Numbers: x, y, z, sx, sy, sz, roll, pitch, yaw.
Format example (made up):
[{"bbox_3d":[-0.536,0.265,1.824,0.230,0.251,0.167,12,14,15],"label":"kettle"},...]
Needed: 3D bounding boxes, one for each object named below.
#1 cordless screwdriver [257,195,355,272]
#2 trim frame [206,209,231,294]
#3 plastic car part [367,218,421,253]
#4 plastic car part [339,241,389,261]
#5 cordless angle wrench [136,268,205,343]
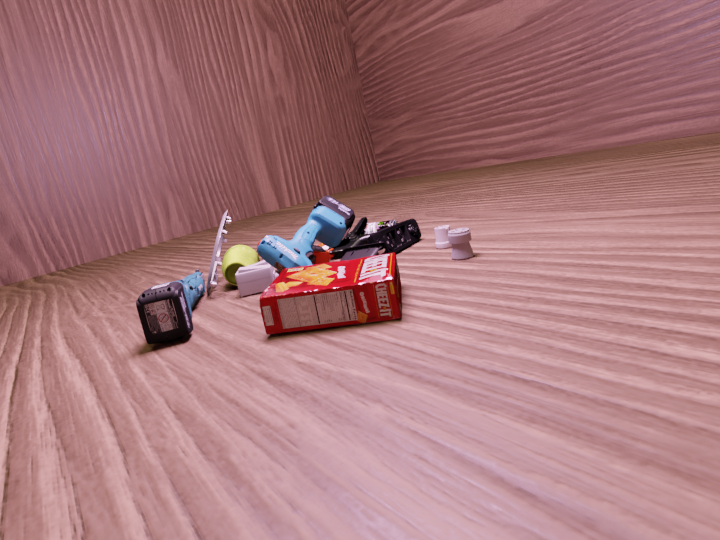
[{"bbox_3d":[-0.089,-0.058,0.914,0.163,0.074,0.245,34,42,9],"label":"cordless screwdriver"},{"bbox_3d":[-0.353,-0.047,1.059,0.027,0.182,0.258,12,28,-18],"label":"trim frame"},{"bbox_3d":[0.082,-0.074,1.043,0.197,0.067,0.068,-28,-6,-42],"label":"plastic car part"},{"bbox_3d":[0.000,-0.012,0.882,0.121,0.064,0.070,-6,28,37],"label":"plastic car part"},{"bbox_3d":[-0.382,0.051,0.922,0.073,0.097,0.432,-14,10,-10],"label":"cordless angle wrench"}]
